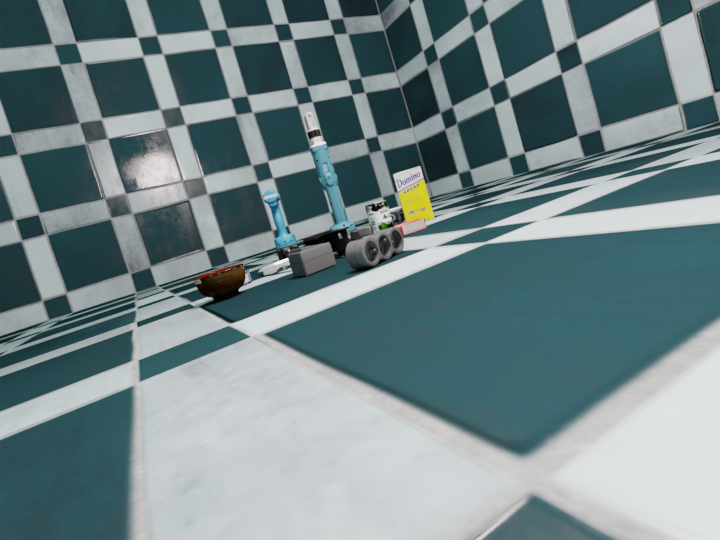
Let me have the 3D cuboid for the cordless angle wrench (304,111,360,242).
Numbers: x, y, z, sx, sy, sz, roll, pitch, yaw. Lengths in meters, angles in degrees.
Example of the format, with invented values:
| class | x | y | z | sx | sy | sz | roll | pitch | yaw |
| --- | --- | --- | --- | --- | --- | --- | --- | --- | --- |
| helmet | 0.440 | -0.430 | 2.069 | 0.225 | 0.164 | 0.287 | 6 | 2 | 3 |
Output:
| class | x | y | z | sx | sy | sz | roll | pitch | yaw |
| --- | --- | --- | --- | --- | --- | --- | --- | --- | --- |
| cordless angle wrench | -0.098 | -0.274 | 1.282 | 0.074 | 0.420 | 0.099 | -17 | 3 | -8 |

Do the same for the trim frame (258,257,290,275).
| class | x | y | z | sx | sy | sz | roll | pitch | yaw |
| --- | --- | --- | --- | --- | --- | --- | --- | --- | --- |
| trim frame | -0.186 | -0.025 | 1.187 | 0.178 | 0.027 | 0.259 | -24 | 11 | -40 |

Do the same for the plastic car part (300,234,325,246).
| class | x | y | z | sx | sy | sz | roll | pitch | yaw |
| --- | --- | --- | --- | --- | --- | --- | --- | --- | --- |
| plastic car part | -0.130 | -0.085 | 1.331 | 0.067 | 0.066 | 0.202 | -16 | 8 | 7 |

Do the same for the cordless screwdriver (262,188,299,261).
| class | x | y | z | sx | sy | sz | roll | pitch | yaw |
| --- | --- | --- | --- | --- | --- | --- | --- | --- | --- |
| cordless screwdriver | -0.274 | -0.155 | 1.456 | 0.074 | 0.247 | 0.161 | -17 | 5 | -4 |

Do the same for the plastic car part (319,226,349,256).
| class | x | y | z | sx | sy | sz | roll | pitch | yaw |
| --- | --- | --- | --- | --- | --- | --- | --- | --- | --- |
| plastic car part | -0.056 | -0.071 | 1.074 | 0.065 | 0.070 | 0.119 | -18 | 7 | -13 |
